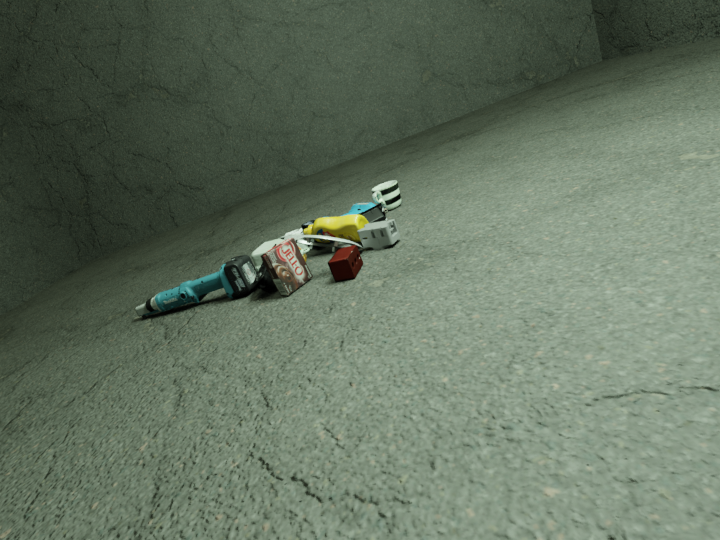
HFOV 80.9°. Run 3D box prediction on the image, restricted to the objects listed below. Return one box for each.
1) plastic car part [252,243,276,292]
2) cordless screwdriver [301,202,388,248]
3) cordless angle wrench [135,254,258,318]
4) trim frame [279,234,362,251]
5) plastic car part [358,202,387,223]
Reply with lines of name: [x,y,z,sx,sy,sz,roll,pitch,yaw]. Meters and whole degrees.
plastic car part: [-0.241,0.003,1.120,0.067,0.065,0.206,-43,15,17]
cordless screwdriver: [-0.046,-0.147,1.291,0.243,0.072,0.167,-28,20,-27]
cordless angle wrench: [-0.483,0.063,1.193,0.434,0.096,0.074,-17,15,23]
trim frame: [-0.107,-0.070,1.099,0.175,0.027,0.261,11,-2,-39]
plastic car part: [0.028,-0.131,1.202,0.116,0.063,0.074,-28,33,-6]
